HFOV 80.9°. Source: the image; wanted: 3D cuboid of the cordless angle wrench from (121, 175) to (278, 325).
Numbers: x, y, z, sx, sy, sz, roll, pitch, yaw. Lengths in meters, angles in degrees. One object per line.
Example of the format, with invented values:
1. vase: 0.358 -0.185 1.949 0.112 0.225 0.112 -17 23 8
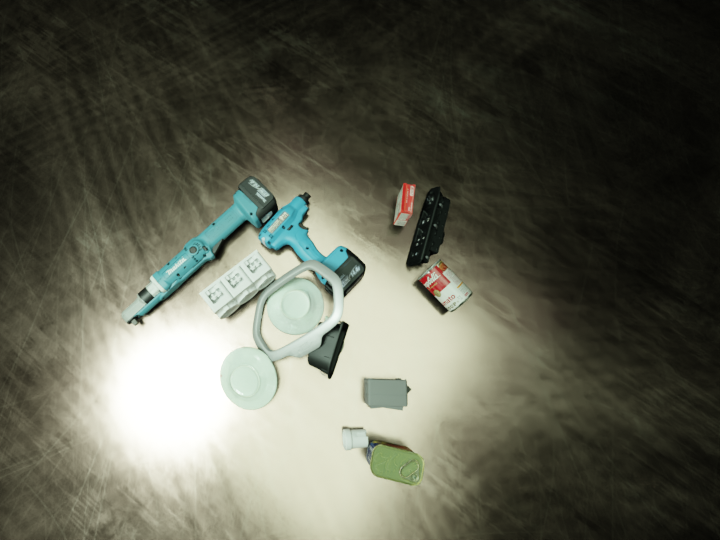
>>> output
1. cordless angle wrench: -0.368 -0.040 0.955 0.100 0.073 0.421 44 80 8

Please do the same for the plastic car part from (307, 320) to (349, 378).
1. plastic car part: -0.074 0.152 0.860 0.073 0.063 0.117 18 78 17

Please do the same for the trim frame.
1. trim frame: -0.136 0.085 0.883 0.252 0.026 0.192 -33 57 19

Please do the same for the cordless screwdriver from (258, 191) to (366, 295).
1. cordless screwdriver: -0.094 -0.062 0.965 0.255 0.073 0.158 37 76 12

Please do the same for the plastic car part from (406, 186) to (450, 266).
1. plastic car part: 0.167 -0.102 0.987 0.066 0.067 0.205 16 74 -10
